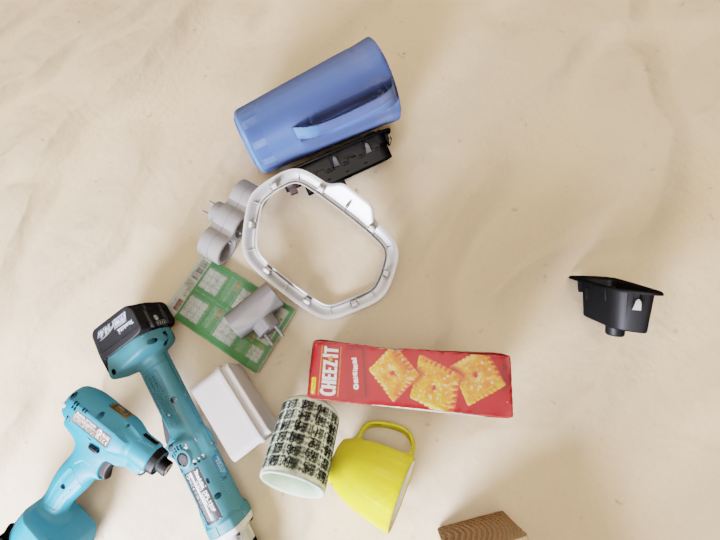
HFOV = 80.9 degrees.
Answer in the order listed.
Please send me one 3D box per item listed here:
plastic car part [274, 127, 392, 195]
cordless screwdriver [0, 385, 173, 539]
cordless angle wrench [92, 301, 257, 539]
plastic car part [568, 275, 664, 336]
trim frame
[{"bbox_3d":[-0.034,-0.166,0.669,0.202,0.066,0.068,-29,86,-3],"label":"plastic car part"},{"bbox_3d":[-0.350,0.293,0.539,0.163,0.072,0.248,28,92,13],"label":"cordless screwdriver"},{"bbox_3d":[-0.225,0.242,0.569,0.099,0.072,0.432,-36,78,13],"label":"cordless angle wrench"},{"bbox_3d":[0.332,0.048,0.553,0.066,0.117,0.070,1,100,2],"label":"plastic car part"},{"bbox_3d":[-0.061,-0.040,0.626,0.249,0.027,0.184,38,88,1],"label":"trim frame"}]
